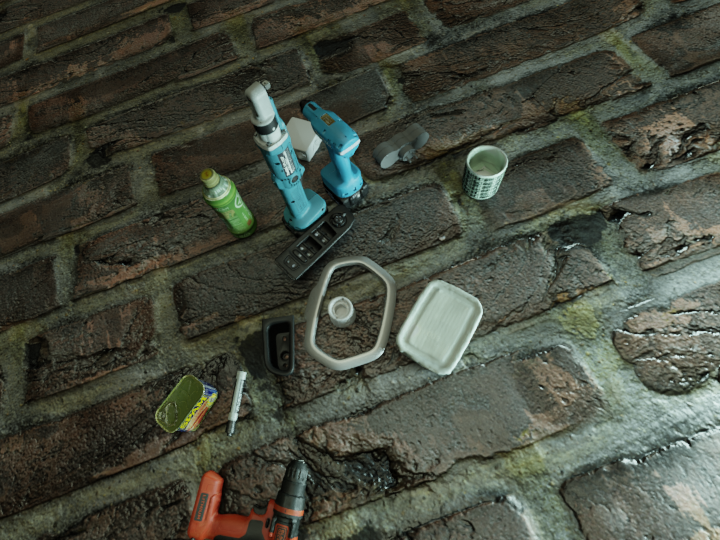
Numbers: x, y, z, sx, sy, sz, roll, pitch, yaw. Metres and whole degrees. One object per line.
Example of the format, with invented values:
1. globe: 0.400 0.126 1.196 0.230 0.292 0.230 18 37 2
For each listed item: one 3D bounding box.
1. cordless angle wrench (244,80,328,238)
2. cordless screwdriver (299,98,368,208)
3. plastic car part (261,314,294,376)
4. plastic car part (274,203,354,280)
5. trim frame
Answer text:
1. cordless angle wrench: -0.141 -0.188 0.806 0.077 0.408 0.097 41 77 19
2. cordless screwdriver: -0.059 -0.248 0.912 0.074 0.240 0.166 -37 67 -10
3. plastic car part: -0.155 0.156 0.838 0.066 0.068 0.120 -9 65 4
4. plastic car part: -0.091 -0.059 0.928 0.069 0.064 0.202 39 77 21
5. trim frame: -0.024 0.081 0.872 0.189 0.026 0.252 7 67 14
